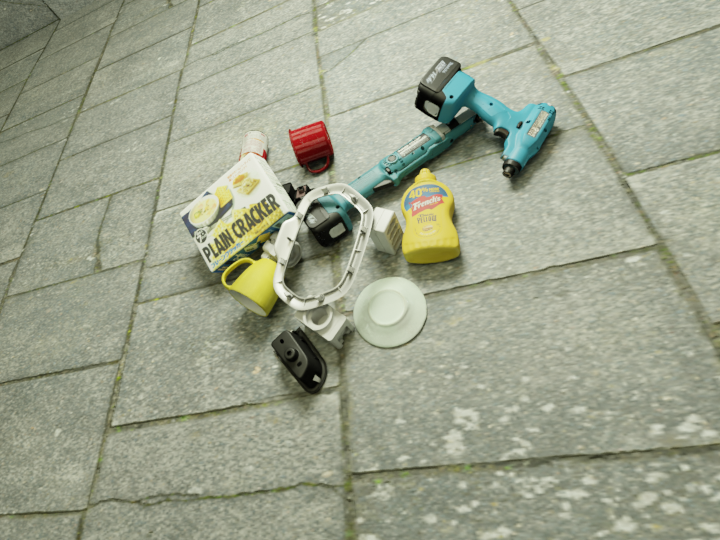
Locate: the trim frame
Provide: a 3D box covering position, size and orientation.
[{"bbox_3d":[-0.075,-0.049,0.762,0.193,0.026,0.250,10,76,33],"label":"trim frame"}]

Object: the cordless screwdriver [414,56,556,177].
[{"bbox_3d":[0.219,-0.286,0.793,0.255,0.072,0.159,31,76,13],"label":"cordless screwdriver"}]

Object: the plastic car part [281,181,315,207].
[{"bbox_3d":[-0.204,-0.150,0.942,0.208,0.063,0.068,-16,49,20],"label":"plastic car part"}]

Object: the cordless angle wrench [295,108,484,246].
[{"bbox_3d":[0.068,-0.207,0.854,0.422,0.071,0.103,-35,55,-1],"label":"cordless angle wrench"}]

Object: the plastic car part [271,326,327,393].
[{"bbox_3d":[-0.110,0.146,0.723,0.066,0.067,0.123,-44,52,-5],"label":"plastic car part"}]
